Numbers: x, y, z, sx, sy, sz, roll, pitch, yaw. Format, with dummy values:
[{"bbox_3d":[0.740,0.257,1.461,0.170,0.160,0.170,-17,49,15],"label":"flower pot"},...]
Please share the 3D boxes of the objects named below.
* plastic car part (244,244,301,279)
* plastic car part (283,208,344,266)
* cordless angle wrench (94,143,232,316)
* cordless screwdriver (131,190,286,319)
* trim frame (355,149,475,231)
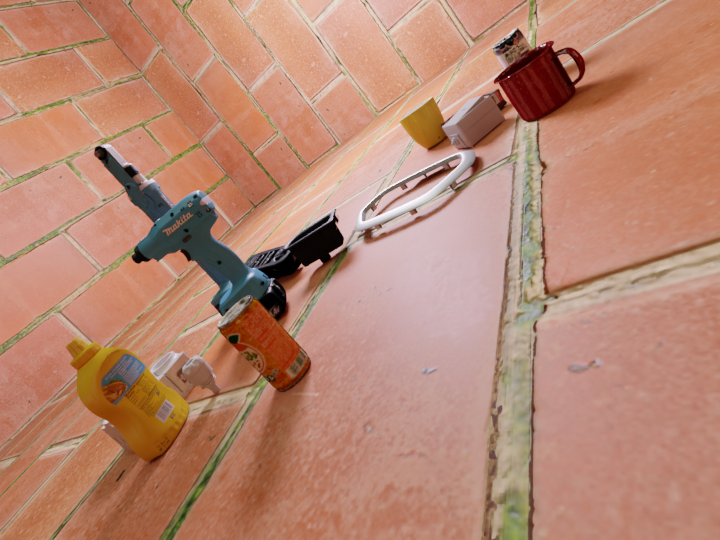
[{"bbox_3d":[-0.194,-0.009,0.922,0.210,0.065,0.066,-17,27,50],"label":"plastic car part"},{"bbox_3d":[-0.077,-0.050,0.782,0.118,0.069,0.067,-34,16,18],"label":"plastic car part"},{"bbox_3d":[-0.351,-0.074,0.824,0.075,0.413,0.099,-35,14,19],"label":"cordless angle wrench"},{"bbox_3d":[-0.248,0.007,0.707,0.160,0.243,0.076,-38,13,6],"label":"cordless screwdriver"},{"bbox_3d":[0.087,-0.134,0.729,0.256,0.027,0.183,-21,26,44],"label":"trim frame"}]
